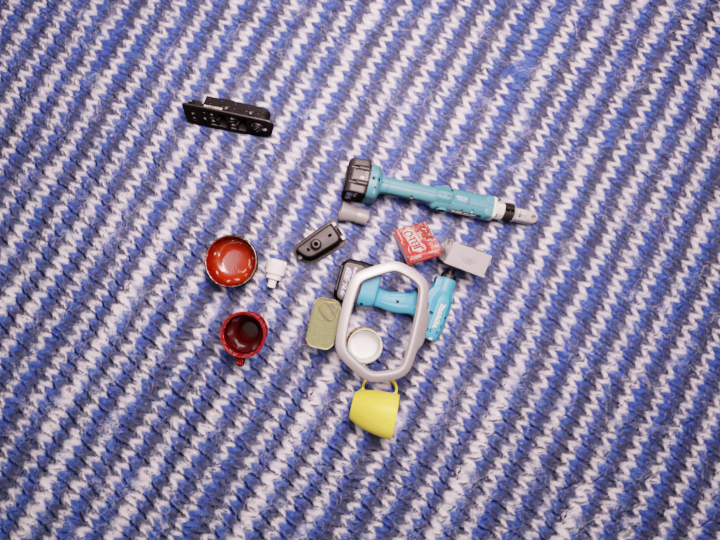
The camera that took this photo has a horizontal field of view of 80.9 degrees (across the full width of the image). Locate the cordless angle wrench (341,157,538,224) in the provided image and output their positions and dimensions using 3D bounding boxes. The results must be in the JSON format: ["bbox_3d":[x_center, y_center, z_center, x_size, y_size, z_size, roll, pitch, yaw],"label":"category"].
[{"bbox_3d":[0.174,-0.154,0.907,0.421,0.098,0.075,12,84,-2],"label":"cordless angle wrench"}]

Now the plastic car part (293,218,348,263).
[{"bbox_3d":[-0.089,-0.058,0.910,0.116,0.071,0.066,-33,88,-6],"label":"plastic car part"}]

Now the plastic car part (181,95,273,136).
[{"bbox_3d":[-0.287,-0.347,0.945,0.204,0.065,0.068,15,61,3],"label":"plastic car part"}]

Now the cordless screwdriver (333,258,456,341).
[{"bbox_3d":[0.076,0.035,0.900,0.248,0.074,0.159,21,86,-2],"label":"cordless screwdriver"}]

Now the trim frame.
[{"bbox_3d":[0.048,0.103,0.851,0.183,0.028,0.248,12,89,-4],"label":"trim frame"}]
